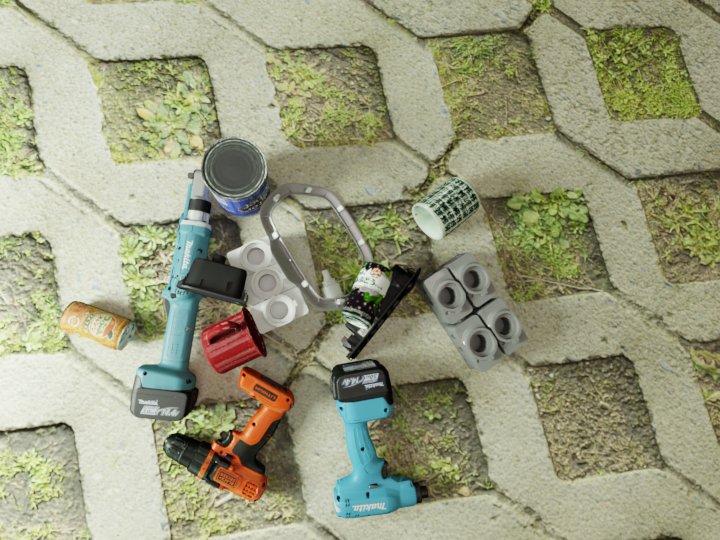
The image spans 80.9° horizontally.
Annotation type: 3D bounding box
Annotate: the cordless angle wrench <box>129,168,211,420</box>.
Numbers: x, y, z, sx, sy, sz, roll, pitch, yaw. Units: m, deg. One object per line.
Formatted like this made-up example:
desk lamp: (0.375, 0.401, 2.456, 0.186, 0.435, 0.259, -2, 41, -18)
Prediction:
cordless angle wrench: (-0.302, 0.027, 0.728, 0.097, 0.074, 0.427, 7, 79, -6)

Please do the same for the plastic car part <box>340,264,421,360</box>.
plastic car part: (0.031, 0.066, 0.754, 0.070, 0.063, 0.202, 40, 82, 25)

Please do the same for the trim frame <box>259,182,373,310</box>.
trim frame: (-0.073, -0.048, 0.745, 0.180, 0.028, 0.249, -30, 88, -31)

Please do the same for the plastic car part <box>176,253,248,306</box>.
plastic car part: (-0.229, 0.011, 0.679, 0.116, 0.066, 0.071, 19, 74, -5)

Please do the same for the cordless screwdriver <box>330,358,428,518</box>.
cordless screwdriver: (0.029, 0.281, 0.712, 0.158, 0.075, 0.249, -3, 89, -6)
